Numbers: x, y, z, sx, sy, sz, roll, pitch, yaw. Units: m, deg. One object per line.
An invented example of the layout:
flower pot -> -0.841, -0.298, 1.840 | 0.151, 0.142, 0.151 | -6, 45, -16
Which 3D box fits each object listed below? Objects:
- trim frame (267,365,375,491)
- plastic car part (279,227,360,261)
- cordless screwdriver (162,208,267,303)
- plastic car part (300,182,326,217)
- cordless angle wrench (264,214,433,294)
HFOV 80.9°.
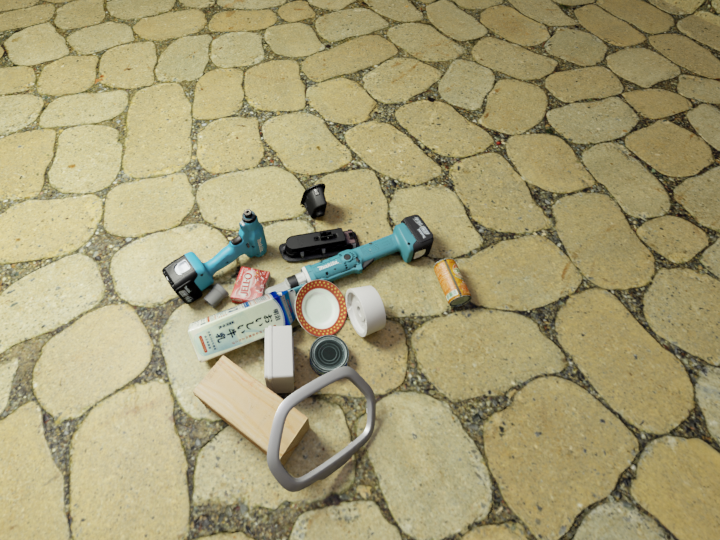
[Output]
trim frame -> -0.063, 0.283, 0.765 | 0.240, 0.029, 0.182 | -22, 99, -38
plastic car part -> -0.104, -0.068, 1.060 | 0.202, 0.065, 0.068 | -12, 66, -5
cordless screwdriver -> -0.333, -0.039, 0.983 | 0.245, 0.154, 0.078 | -35, 65, -20
plastic car part -> -0.115, -0.173, 1.108 | 0.065, 0.117, 0.072 | -17, 84, -14
cordless angle wrench -> -0.030, -0.018, 1.020 | 0.417, 0.072, 0.102 | -22, 60, -11
